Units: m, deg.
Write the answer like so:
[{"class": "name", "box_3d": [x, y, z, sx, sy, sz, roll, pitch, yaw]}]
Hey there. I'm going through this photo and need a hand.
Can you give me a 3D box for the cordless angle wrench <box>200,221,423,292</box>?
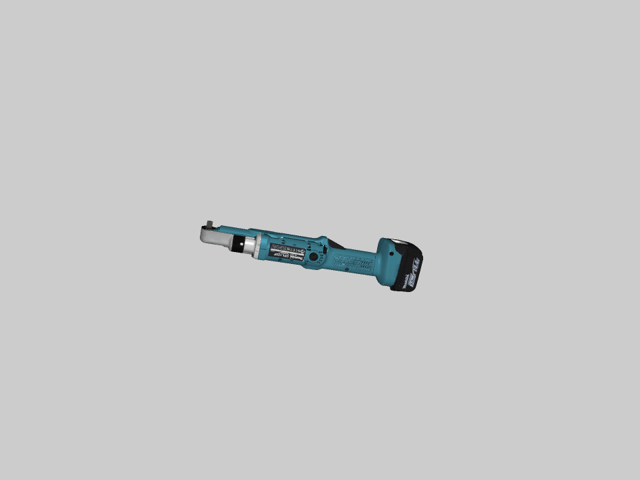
[{"class": "cordless angle wrench", "box_3d": [-0.015, 0.024, 0.817, 0.423, 0.098, 0.074, 9, 12, -12]}]
